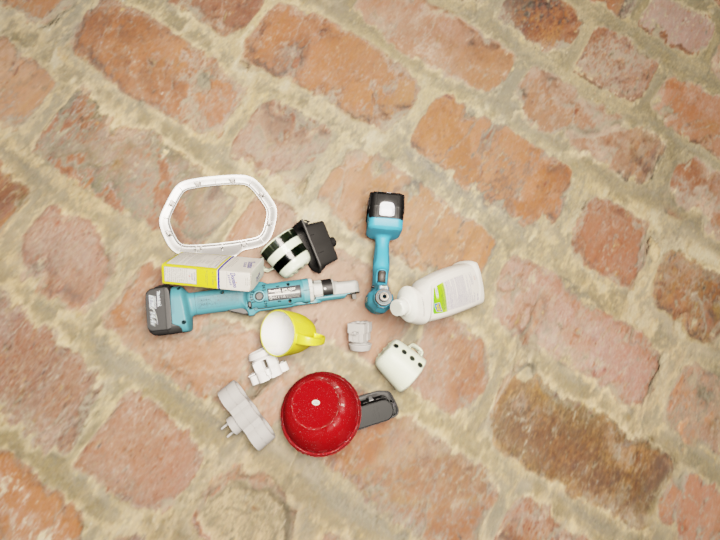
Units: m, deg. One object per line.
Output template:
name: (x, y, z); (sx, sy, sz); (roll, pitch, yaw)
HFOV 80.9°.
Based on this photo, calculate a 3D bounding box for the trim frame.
trim frame: (-0.303, -0.116, 0.904); (0.245, 0.027, 0.186); (-6, 82, -9)

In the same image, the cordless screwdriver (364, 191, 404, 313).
cordless screwdriver: (0.046, -0.039, 0.857); (0.074, 0.157, 0.251); (5, 79, -2)

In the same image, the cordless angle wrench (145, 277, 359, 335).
cordless angle wrench: (-0.208, 0.056, 0.863); (0.417, 0.074, 0.099); (-7, 82, -9)

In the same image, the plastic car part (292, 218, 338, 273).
plastic car part: (-0.088, -0.058, 0.903); (0.069, 0.067, 0.117); (-25, 88, -25)

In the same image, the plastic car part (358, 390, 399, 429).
plastic car part: (-0.018, 0.292, 0.845); (0.200, 0.067, 0.068); (-14, 77, -11)
